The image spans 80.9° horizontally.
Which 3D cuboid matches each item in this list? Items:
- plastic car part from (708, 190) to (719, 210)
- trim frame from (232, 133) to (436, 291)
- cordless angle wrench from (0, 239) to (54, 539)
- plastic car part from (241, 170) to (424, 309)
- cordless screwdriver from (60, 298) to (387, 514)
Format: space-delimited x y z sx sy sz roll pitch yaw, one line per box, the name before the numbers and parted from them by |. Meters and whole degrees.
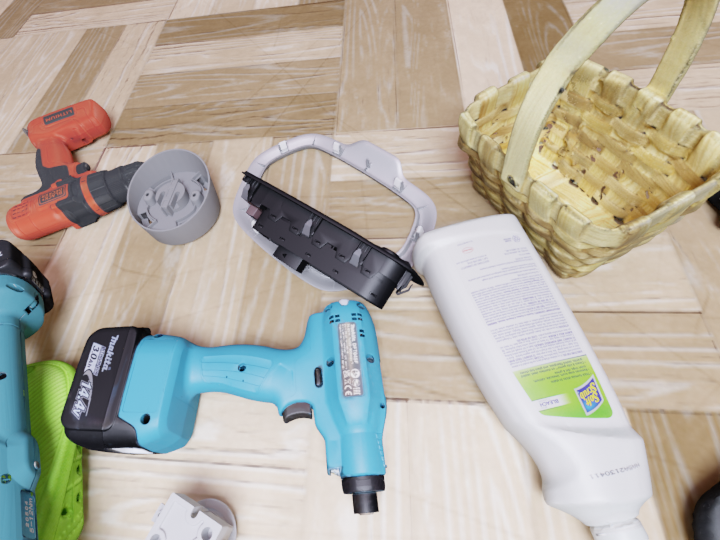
plastic car part | 0.385 -0.086 0.397 0.117 0.063 0.073 -11 43 5
trim frame | -0.036 -0.080 0.479 0.261 0.026 0.182 37 69 28
cordless angle wrench | -0.252 0.144 0.283 0.096 0.072 0.446 -26 52 -18
plastic car part | -0.039 -0.026 0.400 0.212 0.063 0.067 27 75 23
cordless screwdriver | -0.104 0.113 0.345 0.249 0.072 0.164 -6 58 1
